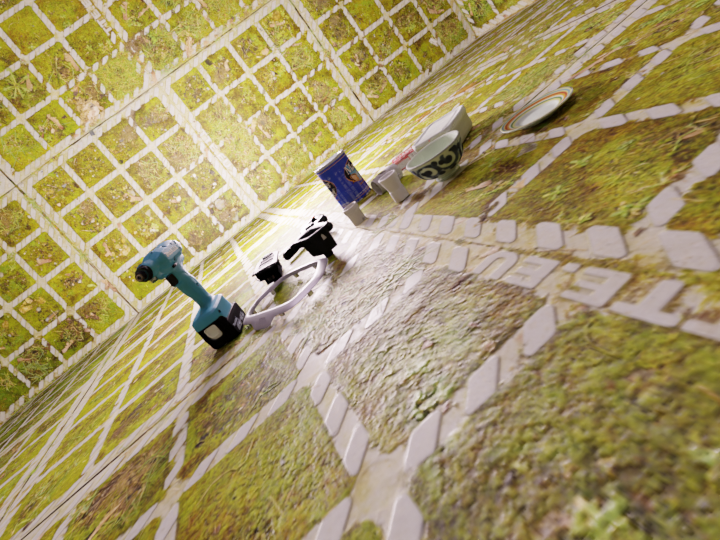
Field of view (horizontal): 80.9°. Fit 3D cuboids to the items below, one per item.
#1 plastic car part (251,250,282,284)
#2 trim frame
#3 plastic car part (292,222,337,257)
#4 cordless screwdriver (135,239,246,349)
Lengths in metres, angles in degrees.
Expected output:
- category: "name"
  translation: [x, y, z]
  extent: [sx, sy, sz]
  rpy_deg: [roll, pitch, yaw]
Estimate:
- category: "plastic car part"
  translation: [-0.223, -0.007, 1.059]
  extent: [0.066, 0.065, 0.209]
  rpy_deg: [-38, 18, 0]
- category: "trim frame"
  translation: [-0.156, 0.048, 0.870]
  extent: [0.257, 0.027, 0.183]
  rpy_deg: [-19, 27, 44]
- category: "plastic car part"
  translation: [-0.092, -0.060, 0.937]
  extent: [0.065, 0.069, 0.121]
  rpy_deg: [-44, 19, -21]
- category: "cordless screwdriver"
  translation: [-0.352, 0.057, 0.876]
  extent: [0.075, 0.242, 0.162]
  rpy_deg: [-35, 15, 12]
